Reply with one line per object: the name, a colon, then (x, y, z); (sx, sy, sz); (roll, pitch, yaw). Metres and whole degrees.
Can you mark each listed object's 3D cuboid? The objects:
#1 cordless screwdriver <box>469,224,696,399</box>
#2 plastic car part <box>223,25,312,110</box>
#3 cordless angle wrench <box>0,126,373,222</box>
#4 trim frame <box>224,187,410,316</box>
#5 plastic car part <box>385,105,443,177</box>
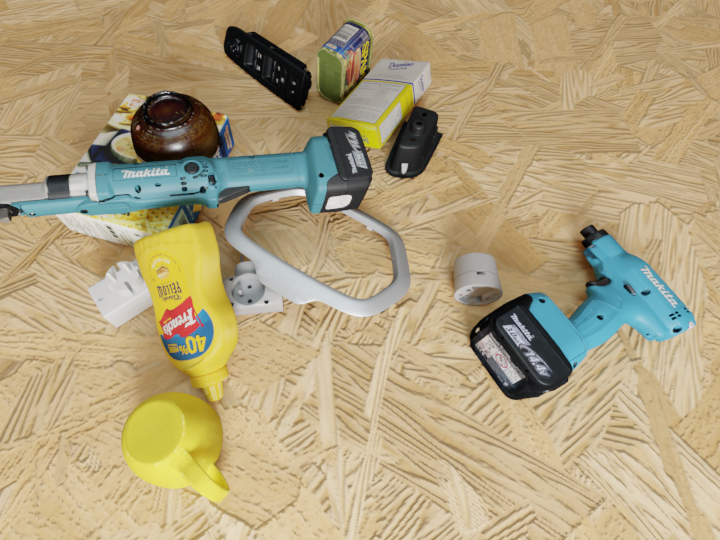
cordless screwdriver: (0.247, 0.039, 0.502); (0.244, 0.073, 0.166); (-19, 63, -16)
plastic car part: (-0.153, -0.356, 0.717); (0.210, 0.065, 0.066); (37, 56, 17)
cordless angle wrench: (-0.198, -0.106, 0.507); (0.414, 0.074, 0.101); (-9, 67, -15)
trim frame: (-0.052, -0.034, 0.536); (0.255, 0.027, 0.183); (29, 47, 12)
plastic car part: (0.083, -0.198, 0.630); (0.067, 0.069, 0.117); (21, 60, 9)
